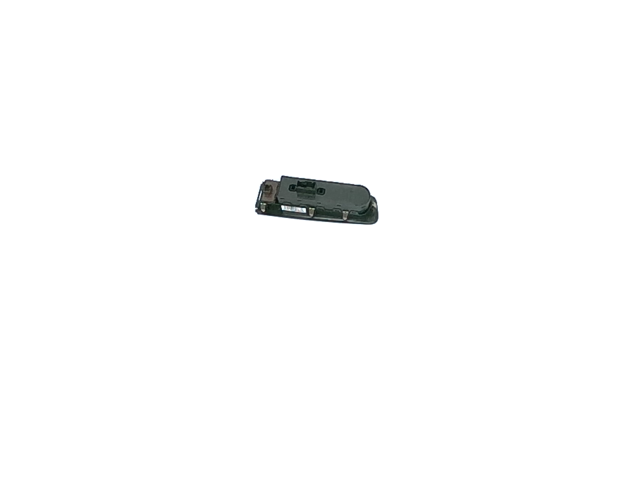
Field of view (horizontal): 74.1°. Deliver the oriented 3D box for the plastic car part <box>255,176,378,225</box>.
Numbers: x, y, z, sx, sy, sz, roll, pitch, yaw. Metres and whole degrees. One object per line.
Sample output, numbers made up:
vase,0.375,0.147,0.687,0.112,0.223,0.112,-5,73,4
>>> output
plastic car part,-0.003,-0.070,0.687,0.203,0.066,0.067,9,-32,2
